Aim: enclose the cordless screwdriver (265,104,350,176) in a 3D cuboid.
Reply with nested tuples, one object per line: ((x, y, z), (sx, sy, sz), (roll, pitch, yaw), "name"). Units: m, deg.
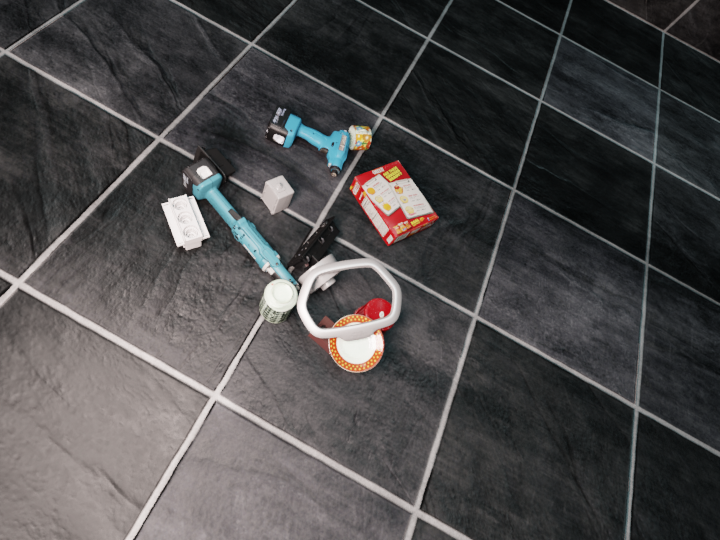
((-0.156, -0.377, 1.246), (0.244, 0.074, 0.162), (18, 62, -11), "cordless screwdriver")

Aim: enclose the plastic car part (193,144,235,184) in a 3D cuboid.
((-0.389, -0.289, 1.153), (0.117, 0.066, 0.070), (43, 47, 3), "plastic car part")

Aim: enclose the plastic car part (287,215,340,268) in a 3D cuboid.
((-0.107, -0.070, 1.095), (0.066, 0.067, 0.203), (39, 47, -13), "plastic car part")

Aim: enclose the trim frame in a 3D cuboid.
((-0.024, 0.067, 0.977), (0.244, 0.027, 0.188), (-10, 76, -12), "trim frame")

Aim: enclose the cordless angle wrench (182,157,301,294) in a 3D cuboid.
((-0.293, -0.100, 1.069), (0.073, 0.098, 0.428), (-37, 83, -28), "cordless angle wrench")
